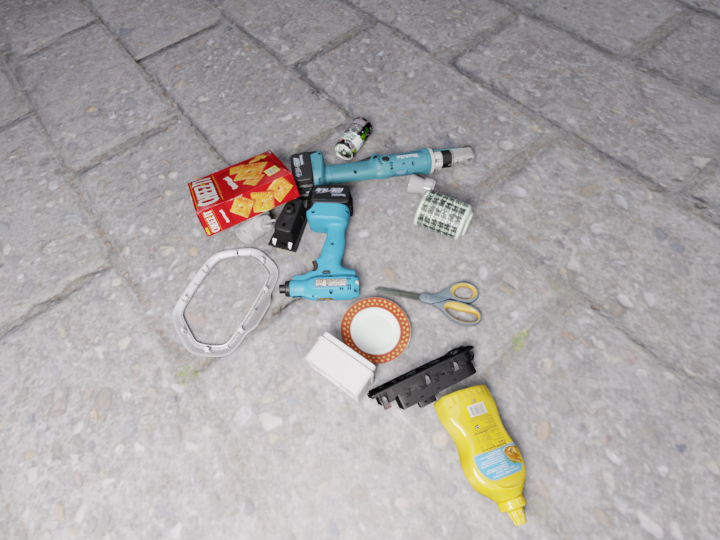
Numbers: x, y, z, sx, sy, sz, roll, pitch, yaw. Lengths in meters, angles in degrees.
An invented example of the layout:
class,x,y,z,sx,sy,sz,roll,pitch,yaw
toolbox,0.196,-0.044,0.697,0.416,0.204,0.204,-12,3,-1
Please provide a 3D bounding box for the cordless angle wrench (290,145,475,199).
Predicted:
class,x,y,z,sx,sy,sz,roll,pitch,yaw
cordless angle wrench,0.054,-0.241,0.975,0.422,0.072,0.101,-7,60,-1

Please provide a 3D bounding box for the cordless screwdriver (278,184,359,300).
class,x,y,z,sx,sy,sz,roll,pitch,yaw
cordless screwdriver,-0.086,-0.056,0.878,0.160,0.072,0.255,-3,63,3

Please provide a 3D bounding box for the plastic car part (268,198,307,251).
class,x,y,z,sx,sy,sz,roll,pitch,yaw
plastic car part,-0.153,-0.109,0.916,0.067,0.069,0.118,14,65,8

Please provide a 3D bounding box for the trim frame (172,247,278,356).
class,x,y,z,sx,sy,sz,roll,pitch,yaw
trim frame,-0.272,0.055,0.857,0.190,0.026,0.249,20,62,16

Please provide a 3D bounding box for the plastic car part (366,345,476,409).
class,x,y,z,sx,sy,sz,roll,pitch,yaw
plastic car part,0.115,0.187,0.719,0.201,0.065,0.069,-27,72,-10
